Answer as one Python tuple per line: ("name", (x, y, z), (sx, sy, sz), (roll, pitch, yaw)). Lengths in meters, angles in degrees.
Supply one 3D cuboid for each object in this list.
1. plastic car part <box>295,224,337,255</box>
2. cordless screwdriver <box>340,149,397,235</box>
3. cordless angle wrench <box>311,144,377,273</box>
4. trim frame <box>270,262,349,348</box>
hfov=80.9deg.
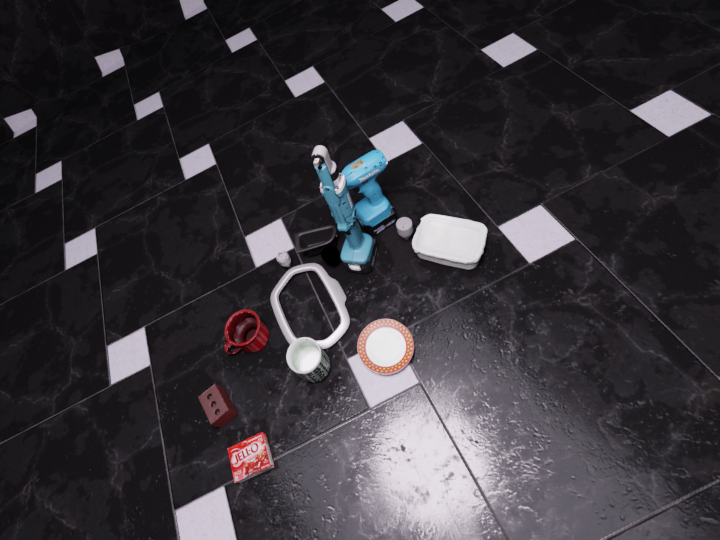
("plastic car part", (-0.112, -0.073, 1.145), (0.118, 0.068, 0.068), (-13, 58, 9))
("cordless screwdriver", (0.005, -0.180, 1.069), (0.159, 0.237, 0.078), (-31, 59, -4))
("cordless angle wrench", (-0.037, -0.128, 0.952), (0.077, 0.404, 0.099), (7, 63, 17))
("trim frame", (-0.129, 0.089, 1.080), (0.184, 0.026, 0.261), (-30, 56, -2))
